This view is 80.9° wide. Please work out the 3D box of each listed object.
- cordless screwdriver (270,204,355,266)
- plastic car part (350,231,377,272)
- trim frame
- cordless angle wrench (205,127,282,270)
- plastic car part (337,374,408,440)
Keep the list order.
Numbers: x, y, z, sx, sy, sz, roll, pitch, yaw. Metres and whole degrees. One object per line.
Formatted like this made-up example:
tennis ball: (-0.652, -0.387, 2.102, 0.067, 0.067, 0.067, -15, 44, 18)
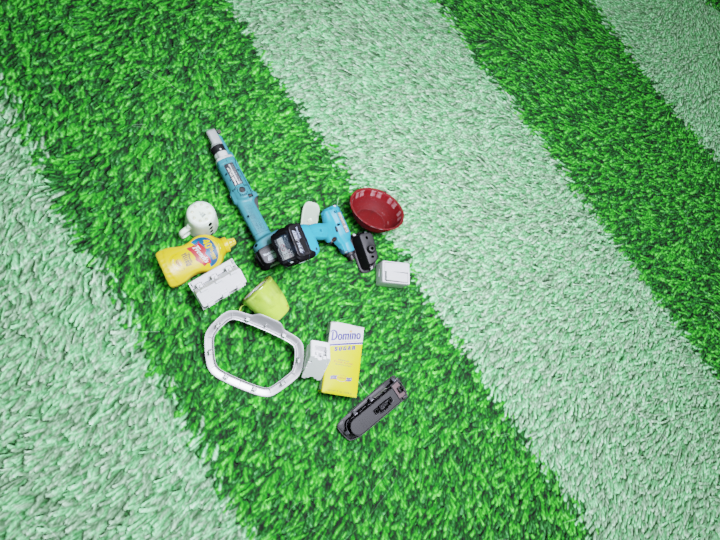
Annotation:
cordless screwdriver: (-0.107, -0.070, 1.093, 0.242, 0.077, 0.159, -29, 94, -51)
plastic car part: (0.018, -0.058, 1.167, 0.064, 0.071, 0.119, -12, 74, -19)
trim frame: (-0.256, 0.197, 1.017, 0.246, 0.028, 0.184, 25, 84, -4)
cordless angle wrench: (-0.315, -0.204, 1.131, 0.096, 0.074, 0.431, -25, 78, -21)
plastic car part: (0.038, 0.348, 1.051, 0.200, 0.068, 0.066, -33, 93, -19)
